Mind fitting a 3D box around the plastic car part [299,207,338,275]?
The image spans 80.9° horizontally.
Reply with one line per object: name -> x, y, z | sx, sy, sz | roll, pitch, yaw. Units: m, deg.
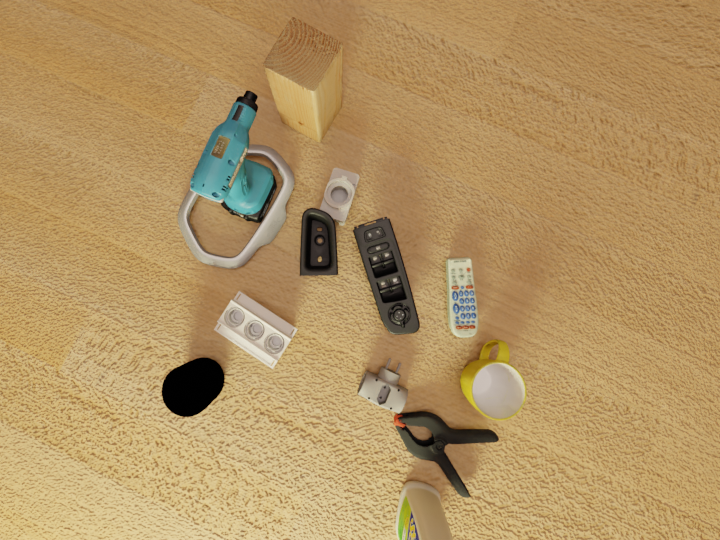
plastic car part -> -0.073, -0.048, 0.749 | 0.066, 0.070, 0.117 | -1, 84, -1

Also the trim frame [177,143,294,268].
trim frame -> -0.230, -0.122, 0.785 | 0.186, 0.027, 0.248 | 31, 85, 5

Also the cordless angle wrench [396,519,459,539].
cordless angle wrench -> 0.117, 0.443, 0.510 | 0.098, 0.421, 0.074 | 8, 86, -3

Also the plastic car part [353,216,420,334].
plastic car part -> 0.045, 0.014, 0.740 | 0.066, 0.066, 0.205 | -17, 84, -2

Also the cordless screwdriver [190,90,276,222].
cordless screwdriver -> -0.187, -0.168, 0.679 | 0.074, 0.247, 0.159 | 22, 86, -1
